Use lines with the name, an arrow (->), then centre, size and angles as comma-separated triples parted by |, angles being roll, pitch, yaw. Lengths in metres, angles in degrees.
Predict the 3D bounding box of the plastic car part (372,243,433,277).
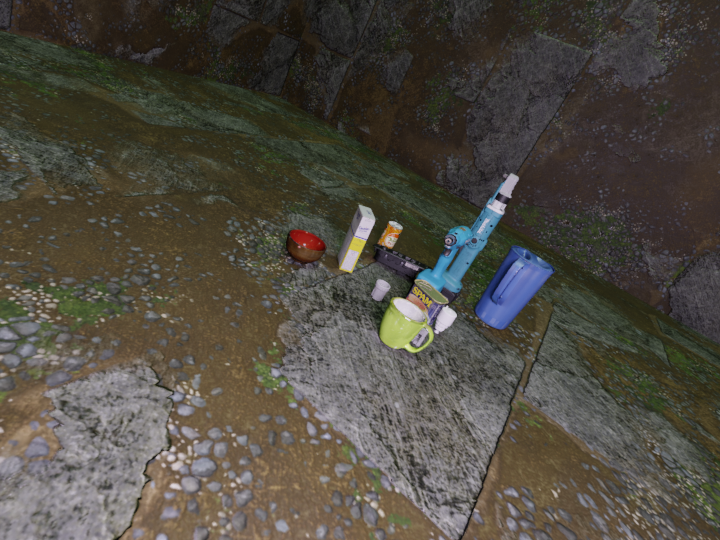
plastic car part -> 0.127, -0.026, 1.350 | 0.207, 0.066, 0.065 | 29, 24, 9

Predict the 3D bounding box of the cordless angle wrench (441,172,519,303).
cordless angle wrench -> 0.339, -0.091, 1.249 | 0.102, 0.420, 0.072 | 36, 25, 19

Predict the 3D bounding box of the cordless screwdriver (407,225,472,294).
cordless screwdriver -> 0.219, -0.010, 1.184 | 0.077, 0.247, 0.154 | 36, 25, 18
